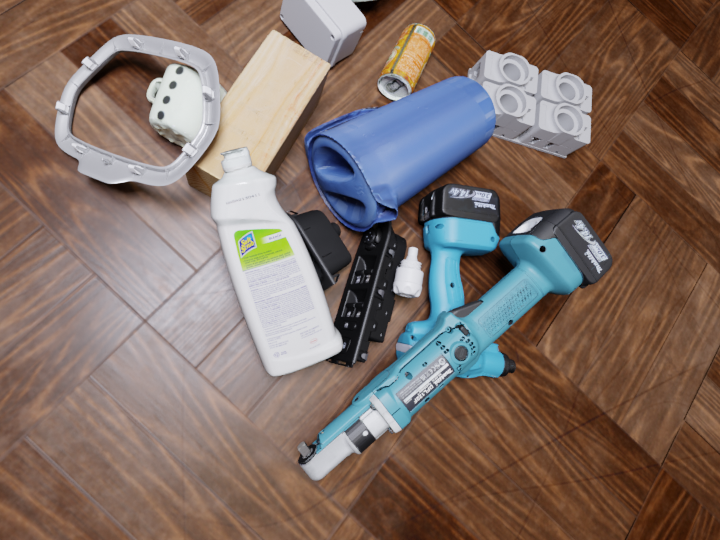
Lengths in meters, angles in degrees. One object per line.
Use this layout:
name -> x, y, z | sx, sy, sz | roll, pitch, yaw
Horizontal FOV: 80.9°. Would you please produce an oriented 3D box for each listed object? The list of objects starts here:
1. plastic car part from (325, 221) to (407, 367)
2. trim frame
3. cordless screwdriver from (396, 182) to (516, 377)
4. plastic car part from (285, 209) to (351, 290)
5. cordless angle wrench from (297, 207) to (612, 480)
plastic car part -> 0.017, 0.024, 0.544 | 0.065, 0.068, 0.205 | 18, 74, -22
trim frame -> -0.266, -0.189, 0.491 | 0.258, 0.026, 0.184 | 22, 87, 19
cordless screwdriver -> 0.143, 0.016, 0.569 | 0.156, 0.075, 0.251 | 11, 80, -11
plastic car part -> -0.054, -0.035, 0.547 | 0.069, 0.067, 0.118 | -23, 81, -33
cordless angle wrench -> 0.103, 0.088, 0.488 | 0.420, 0.075, 0.097 | -39, 96, -9
